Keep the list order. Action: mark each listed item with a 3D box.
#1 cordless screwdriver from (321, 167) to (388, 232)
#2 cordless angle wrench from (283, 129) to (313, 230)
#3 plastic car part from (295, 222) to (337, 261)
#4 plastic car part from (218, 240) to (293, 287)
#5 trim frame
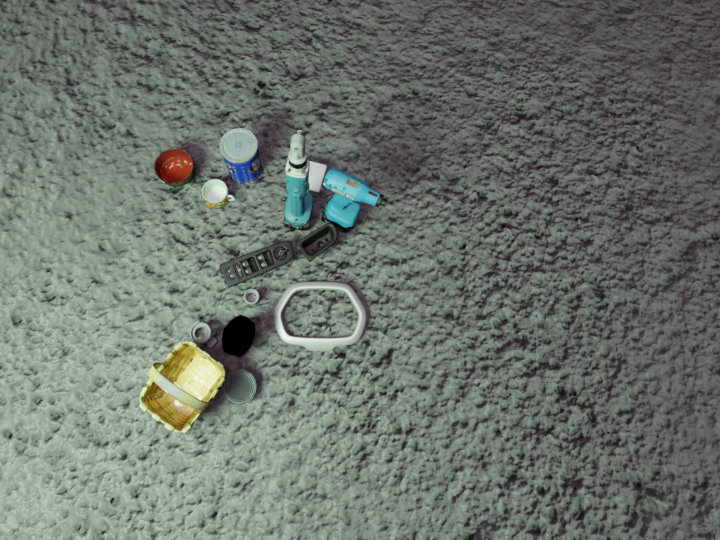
[{"bbox_3d":[-0.023,-0.171,1.109,0.160,0.246,0.074,27,74,1],"label":"cordless screwdriver"},{"bbox_3d":[-0.151,-0.205,1.024,0.074,0.419,0.099,10,75,-5],"label":"cordless angle wrench"},{"bbox_3d":[-0.114,-0.075,1.168,0.115,0.070,0.067,-36,81,-13],"label":"plastic car part"},{"bbox_3d":[-0.275,-0.017,1.146,0.201,0.066,0.068,-24,78,-10],"label":"plastic car part"},{"bbox_3d":[-0.108,0.121,1.132,0.247,0.027,0.187,0,73,-3],"label":"trim frame"}]
